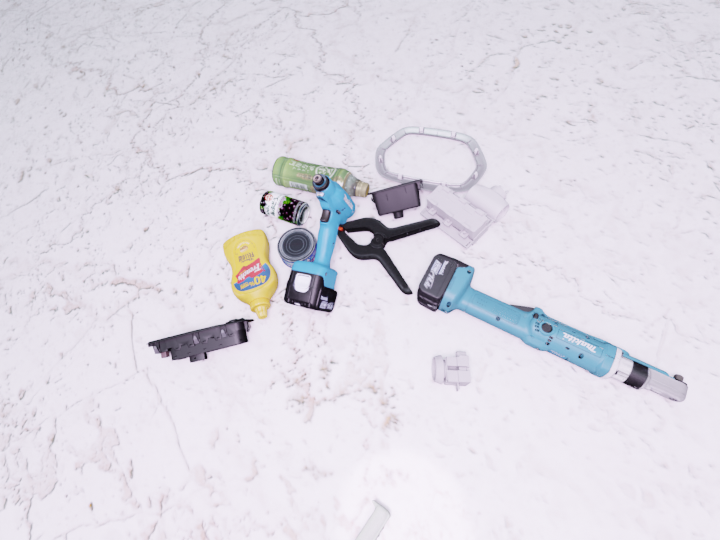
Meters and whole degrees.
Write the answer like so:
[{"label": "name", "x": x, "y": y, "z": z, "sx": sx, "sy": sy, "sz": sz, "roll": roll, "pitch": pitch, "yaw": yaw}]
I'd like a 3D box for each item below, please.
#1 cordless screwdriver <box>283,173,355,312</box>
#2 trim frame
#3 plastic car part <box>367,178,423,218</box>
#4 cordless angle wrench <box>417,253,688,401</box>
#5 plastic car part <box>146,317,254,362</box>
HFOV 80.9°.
[{"label": "cordless screwdriver", "x": -0.078, "y": -0.051, "z": 0.803, "sx": 0.077, "sy": 0.152, "sz": 0.250, "roll": 10, "pitch": 78, "yaw": 21}, {"label": "trim frame", "x": 0.155, "y": -0.253, "z": 0.955, "sx": 0.256, "sy": 0.026, "sz": 0.185, "roll": 15, "pitch": 68, "yaw": 16}, {"label": "plastic car part", "x": 0.081, "y": -0.147, "z": 0.893, "sx": 0.119, "sy": 0.065, "sz": 0.071, "roll": -16, "pitch": 93, "yaw": 14}, {"label": "cordless angle wrench", "x": 0.306, "y": 0.102, "z": 0.716, "sx": 0.439, "sy": 0.071, "sz": 0.098, "roll": 26, "pitch": 70, "yaw": 20}, {"label": "plastic car part", "x": -0.303, "y": 0.138, "z": 0.820, "sx": 0.203, "sy": 0.064, "sz": 0.069, "roll": -18, "pitch": 72, "yaw": 1}]
